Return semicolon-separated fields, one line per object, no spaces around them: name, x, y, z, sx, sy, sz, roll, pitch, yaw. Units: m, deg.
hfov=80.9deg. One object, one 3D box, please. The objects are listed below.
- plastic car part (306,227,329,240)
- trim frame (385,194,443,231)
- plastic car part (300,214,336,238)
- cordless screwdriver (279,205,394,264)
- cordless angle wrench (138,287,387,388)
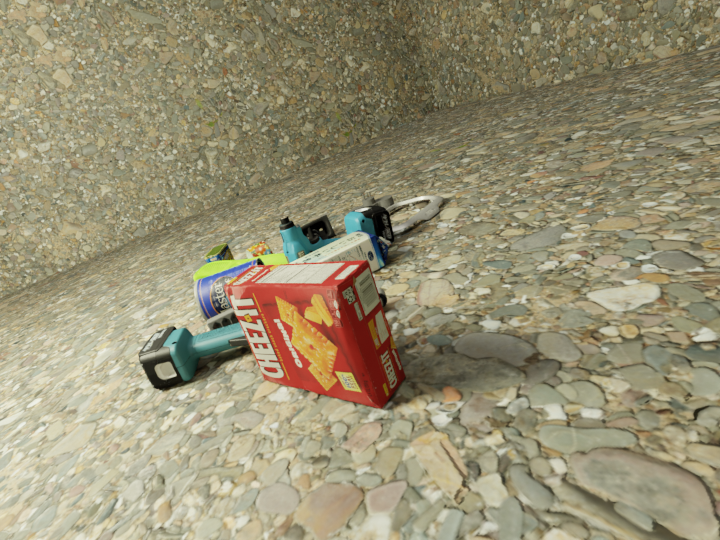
plastic car part;-0.105;-0.069;1.078;0.066;0.065;0.210;-14;20;-11
trim frame;0.112;-0.145;1.106;0.193;0.027;0.243;0;28;45
plastic car part;-0.137;-0.106;1.211;0.117;0.066;0.071;-24;4;0
cordless screwdriver;-0.055;-0.081;0.930;0.244;0.155;0.078;-26;19;-20
cordless angle wrench;-0.161;0.099;0.720;0.426;0.072;0.100;-16;20;6
